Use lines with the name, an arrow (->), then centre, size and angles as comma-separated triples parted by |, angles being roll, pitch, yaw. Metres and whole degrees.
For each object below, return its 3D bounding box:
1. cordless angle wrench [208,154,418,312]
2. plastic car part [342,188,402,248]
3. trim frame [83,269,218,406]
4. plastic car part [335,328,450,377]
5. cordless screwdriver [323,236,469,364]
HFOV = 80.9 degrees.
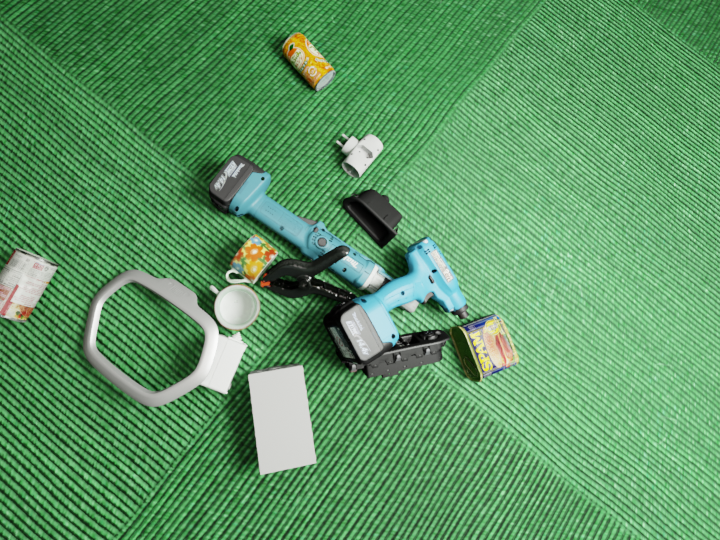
cordless angle wrench -> -0.074, -0.049, 0.760 | 0.421, 0.075, 0.098 | 34, 75, -2
plastic car part -> 0.032, -0.111, 0.795 | 0.070, 0.066, 0.118 | -38, 84, -29
trim frame -> -0.341, 0.102, 0.683 | 0.257, 0.026, 0.184 | 28, 80, 18
plastic car part -> 0.064, 0.148, 0.740 | 0.200, 0.067, 0.067 | -14, 93, -11
cordless screwdriver -> 0.071, 0.069, 0.707 | 0.245, 0.076, 0.158 | -35, 94, -25
